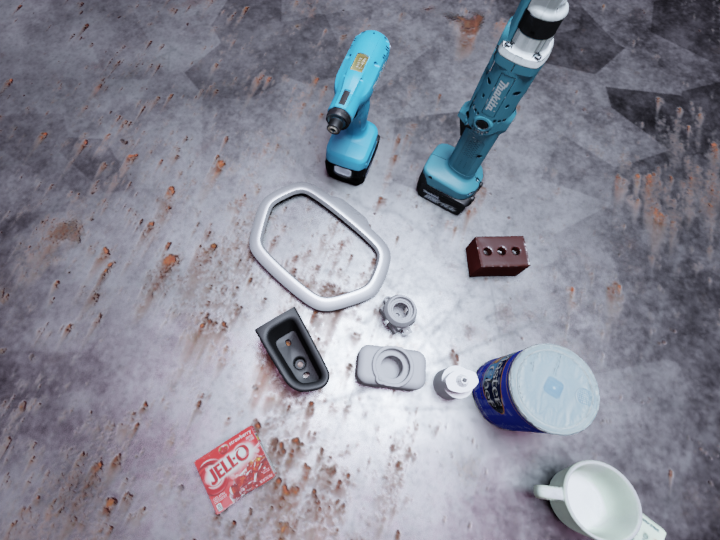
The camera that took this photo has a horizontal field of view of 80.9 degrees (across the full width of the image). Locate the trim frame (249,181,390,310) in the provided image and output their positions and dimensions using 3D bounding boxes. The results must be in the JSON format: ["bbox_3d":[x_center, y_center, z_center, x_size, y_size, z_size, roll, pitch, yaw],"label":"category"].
[{"bbox_3d":[-0.068,-0.045,0.697,0.255,0.027,0.183,38,74,14],"label":"trim frame"}]

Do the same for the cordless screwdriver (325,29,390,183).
[{"bbox_3d":[-0.015,-0.214,0.647,0.075,0.244,0.160,21,71,3],"label":"cordless screwdriver"}]

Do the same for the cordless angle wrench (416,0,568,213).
[{"bbox_3d":[0.167,-0.208,0.551,0.100,0.415,0.074,32,72,6],"label":"cordless angle wrench"}]

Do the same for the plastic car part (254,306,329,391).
[{"bbox_3d":[-0.093,0.124,0.608,0.065,0.069,0.120,-30,72,-12],"label":"plastic car part"}]
